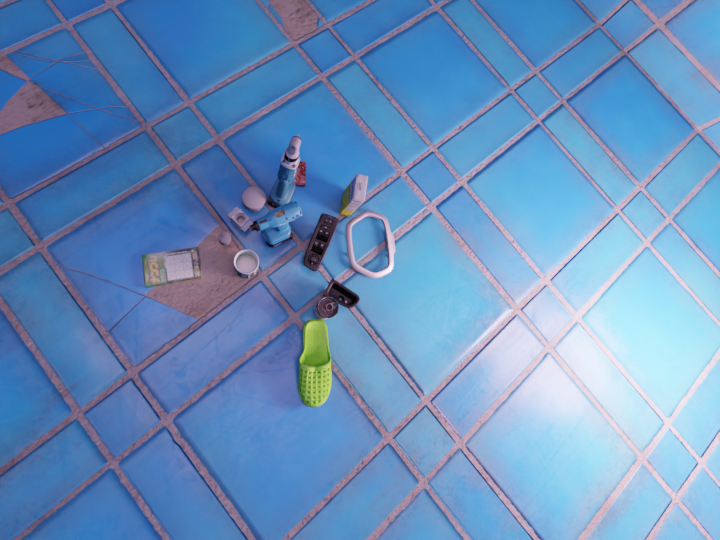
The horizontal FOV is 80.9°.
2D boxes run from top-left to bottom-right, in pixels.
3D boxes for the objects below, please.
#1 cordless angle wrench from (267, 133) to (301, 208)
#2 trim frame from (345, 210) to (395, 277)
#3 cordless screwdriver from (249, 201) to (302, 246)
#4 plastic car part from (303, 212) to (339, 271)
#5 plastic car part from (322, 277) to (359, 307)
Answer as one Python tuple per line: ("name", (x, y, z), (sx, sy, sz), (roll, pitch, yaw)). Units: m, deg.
("cordless angle wrench", (-0.227, -0.296, 1.304), (0.073, 0.426, 0.098), (23, 74, -10))
("trim frame", (0.038, -0.095, 1.508), (0.181, 0.027, 0.252), (-5, 76, -12))
("cordless screwdriver", (-0.279, -0.136, 1.344), (0.156, 0.250, 0.075), (-26, 86, -18))
("plastic car part", (-0.142, -0.093, 1.454), (0.066, 0.067, 0.204), (22, 73, -7))
("plastic car part", (-0.067, 0.088, 1.418), (0.116, 0.071, 0.066), (32, 72, -3))
